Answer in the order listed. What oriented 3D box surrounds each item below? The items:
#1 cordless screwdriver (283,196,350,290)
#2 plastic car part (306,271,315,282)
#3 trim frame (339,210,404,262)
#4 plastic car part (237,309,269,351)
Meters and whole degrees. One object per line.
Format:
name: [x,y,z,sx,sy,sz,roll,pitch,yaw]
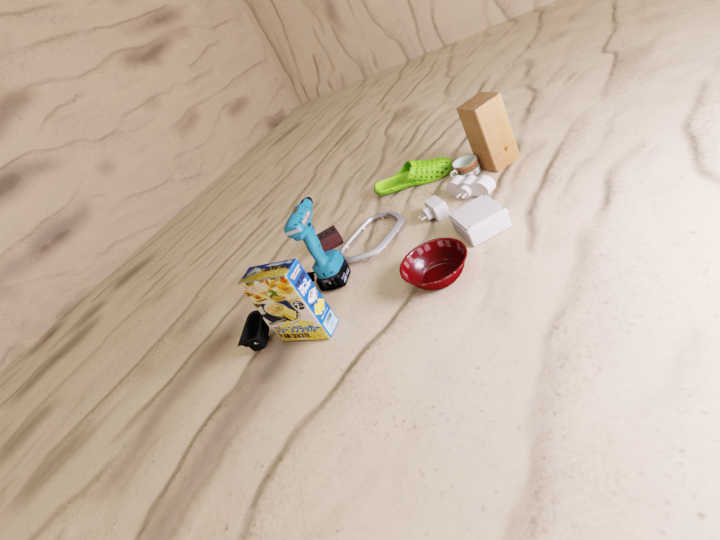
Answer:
cordless screwdriver: [-0.113,-0.074,1.157,0.077,0.238,0.161,-16,32,26]
plastic car part: [-0.209,0.045,1.244,0.212,0.064,0.066,-2,41,40]
trim frame: [0.030,-0.103,1.275,0.193,0.026,0.247,4,46,44]
plastic car part: [-0.272,0.167,1.126,0.067,0.068,0.119,-21,32,18]
